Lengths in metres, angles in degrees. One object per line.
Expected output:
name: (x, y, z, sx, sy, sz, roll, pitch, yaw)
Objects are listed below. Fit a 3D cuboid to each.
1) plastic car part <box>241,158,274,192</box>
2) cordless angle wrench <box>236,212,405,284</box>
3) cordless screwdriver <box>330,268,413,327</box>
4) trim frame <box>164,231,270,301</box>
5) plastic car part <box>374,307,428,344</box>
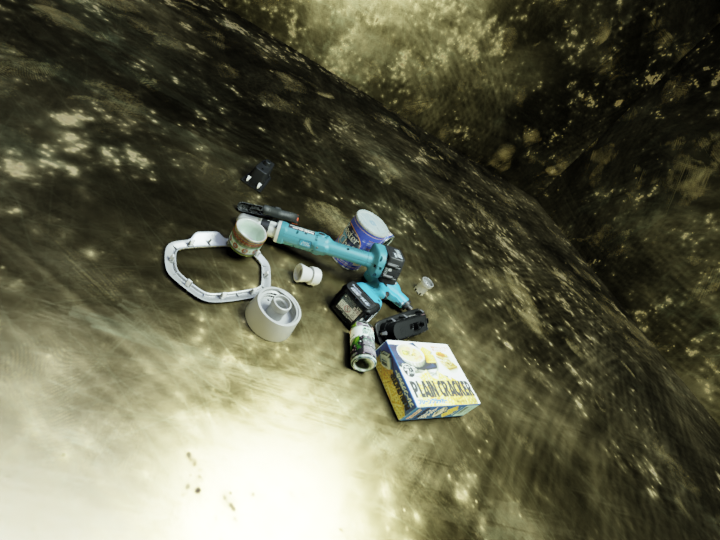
plastic car part: (-0.286, -0.289, 1.232, 0.065, 0.071, 0.118, 34, 34, -11)
cordless angle wrench: (-0.103, -0.068, 1.056, 0.419, 0.073, 0.100, 17, 21, -6)
cordless screwdriver: (0.040, 0.075, 1.070, 0.163, 0.074, 0.242, 43, 28, 10)
trim frame: (-0.293, -0.012, 0.897, 0.237, 0.027, 0.192, -7, 51, -47)
plastic car part: (0.114, 0.142, 1.053, 0.194, 0.070, 0.066, -7, 93, -44)
